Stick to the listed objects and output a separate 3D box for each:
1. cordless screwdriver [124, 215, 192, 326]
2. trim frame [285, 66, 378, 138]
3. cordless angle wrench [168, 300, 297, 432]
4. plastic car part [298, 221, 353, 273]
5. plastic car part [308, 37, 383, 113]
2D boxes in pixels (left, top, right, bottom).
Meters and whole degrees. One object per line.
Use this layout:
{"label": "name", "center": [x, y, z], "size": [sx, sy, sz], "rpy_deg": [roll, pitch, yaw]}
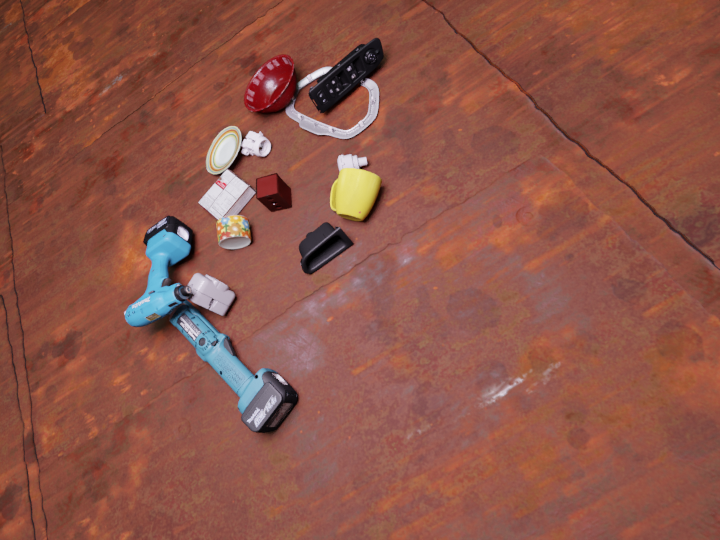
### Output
{"label": "cordless screwdriver", "center": [-0.409, -0.010, 0.903], "size": [0.162, 0.070, 0.258], "rpy_deg": [-26, 47, 20]}
{"label": "trim frame", "center": [-0.070, -0.402, 1.006], "size": [0.260, 0.026, 0.184], "rpy_deg": [31, 84, 24]}
{"label": "cordless angle wrench", "center": [-0.306, 0.150, 0.865], "size": [0.444, 0.071, 0.098], "rpy_deg": [35, 84, 28]}
{"label": "plastic car part", "center": [-0.085, -0.056, 0.872], "size": [0.117, 0.062, 0.074], "rpy_deg": [-35, 50, 7]}
{"label": "plastic car part", "center": [-0.035, -0.454, 0.975], "size": [0.203, 0.063, 0.070], "rpy_deg": [-37, 40, 4]}
